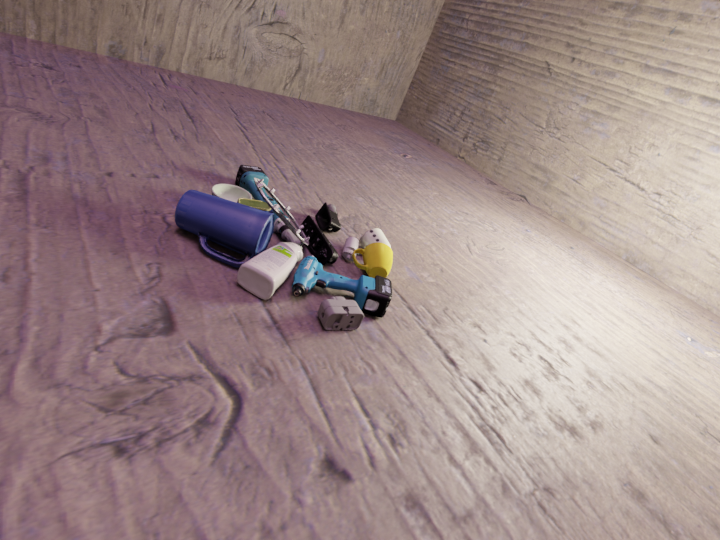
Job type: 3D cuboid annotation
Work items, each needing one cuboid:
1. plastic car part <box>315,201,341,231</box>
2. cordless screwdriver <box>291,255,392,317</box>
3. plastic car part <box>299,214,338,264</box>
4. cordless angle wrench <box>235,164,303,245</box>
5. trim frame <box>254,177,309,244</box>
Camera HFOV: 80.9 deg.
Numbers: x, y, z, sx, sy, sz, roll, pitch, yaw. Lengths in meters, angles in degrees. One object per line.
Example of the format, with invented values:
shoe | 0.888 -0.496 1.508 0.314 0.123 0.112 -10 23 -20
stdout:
plastic car part | -0.099 -0.164 1.416 0.067 0.066 0.122 21 28 -34
cordless screwdriver | -0.049 0.048 1.066 0.250 0.073 0.161 18 29 2
plastic car part | -0.123 -0.080 1.256 0.063 0.066 0.214 34 14 -40
cordless angle wrench | -0.290 -0.203 1.344 0.093 0.074 0.446 -1 37 -37
trim frame | -0.218 -0.168 1.190 0.237 0.028 0.192 52 5 -32
